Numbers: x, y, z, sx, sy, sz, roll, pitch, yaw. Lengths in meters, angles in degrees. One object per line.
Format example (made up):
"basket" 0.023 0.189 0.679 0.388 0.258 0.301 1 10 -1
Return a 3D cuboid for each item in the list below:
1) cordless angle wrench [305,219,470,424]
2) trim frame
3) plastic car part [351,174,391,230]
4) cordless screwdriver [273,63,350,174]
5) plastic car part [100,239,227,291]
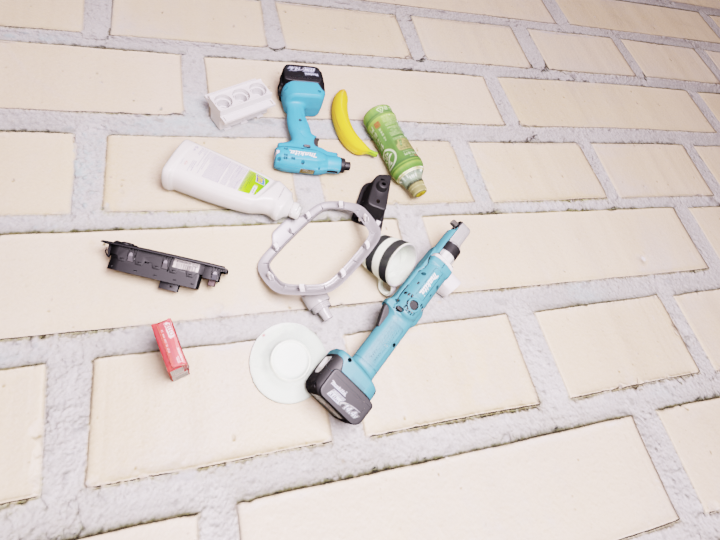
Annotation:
"cordless angle wrench" 0.076 0.063 0.727 0.097 0.075 0.420 44 66 -6
"trim frame" -0.075 -0.049 0.767 0.194 0.026 0.247 24 58 30
"plastic car part" 0.033 -0.150 0.855 0.065 0.071 0.118 20 64 -9
"cordless screwdriver" -0.104 -0.315 0.903 0.155 0.074 0.254 3 67 -15
"plastic car part" -0.325 -0.004 0.697 0.200 0.067 0.067 18 87 -8
